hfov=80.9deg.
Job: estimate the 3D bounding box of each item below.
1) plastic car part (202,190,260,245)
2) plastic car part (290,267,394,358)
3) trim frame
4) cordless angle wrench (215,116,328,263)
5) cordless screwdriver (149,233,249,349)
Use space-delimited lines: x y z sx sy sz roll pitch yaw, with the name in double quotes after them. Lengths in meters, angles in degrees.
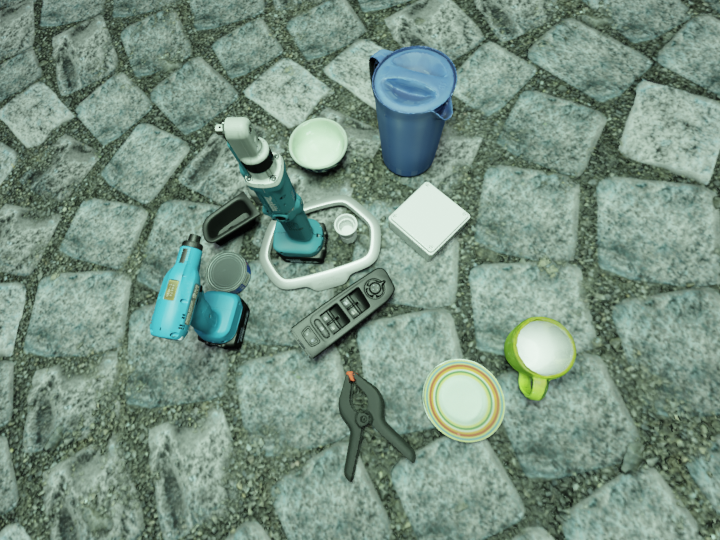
-0.260 -0.093 0.859 0.116 0.069 0.068 -36 72 -5 "plastic car part"
-0.024 0.076 0.766 0.202 0.065 0.069 -37 72 -5 "plastic car part"
-0.082 -0.054 0.840 0.249 0.027 0.189 -17 70 3 "trim frame"
-0.124 -0.105 0.660 0.099 0.411 0.075 3 74 5 "cordless angle wrench"
-0.259 0.048 0.718 0.075 0.242 0.161 7 74 6 "cordless screwdriver"
